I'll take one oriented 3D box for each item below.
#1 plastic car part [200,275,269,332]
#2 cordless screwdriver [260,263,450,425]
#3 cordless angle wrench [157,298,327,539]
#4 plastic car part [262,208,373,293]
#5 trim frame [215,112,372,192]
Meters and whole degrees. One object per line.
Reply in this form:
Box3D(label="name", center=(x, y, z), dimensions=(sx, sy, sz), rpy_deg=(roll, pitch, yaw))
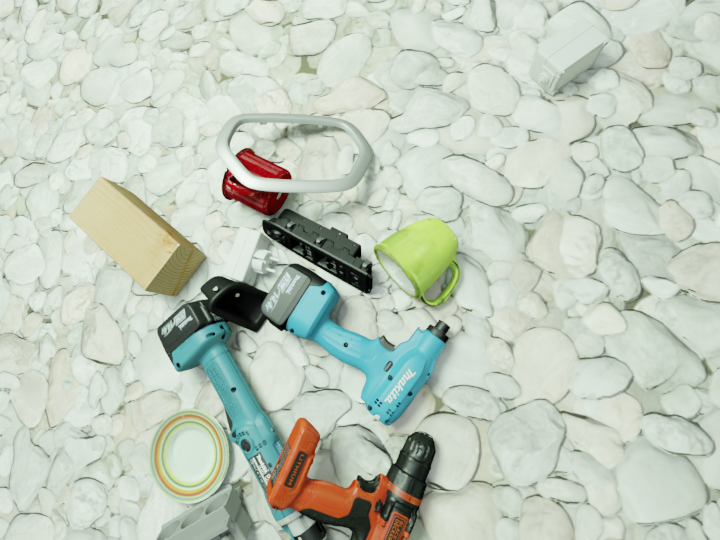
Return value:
Box3D(label="plastic car part", center=(-0.195, 0.039, 0.646), dimensions=(0.075, 0.110, 0.066), rpy_deg=(29, 85, 39))
Box3D(label="cordless screwdriver", center=(-0.009, 0.077, 0.607), dimensions=(0.256, 0.072, 0.159), rpy_deg=(37, 87, 15))
Box3D(label="cordless angle wrench", center=(-0.149, 0.236, 0.600), dimensions=(0.099, 0.071, 0.434), rpy_deg=(-40, 74, 19))
Box3D(label="plastic car part", center=(-0.064, -0.042, 0.653), dimensions=(0.210, 0.064, 0.067), rpy_deg=(24, 74, 17))
Box3D(label="trim frame", center=(-0.101, -0.191, 0.666), dimensions=(0.244, 0.027, 0.190), rpy_deg=(-3, 59, -11))
